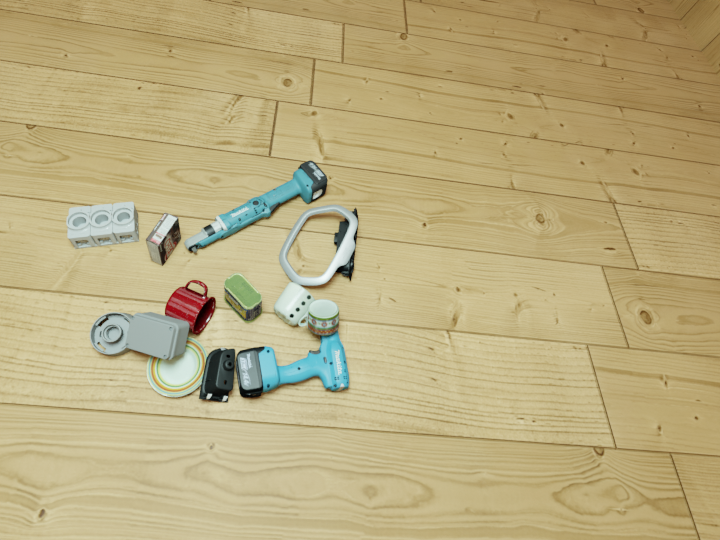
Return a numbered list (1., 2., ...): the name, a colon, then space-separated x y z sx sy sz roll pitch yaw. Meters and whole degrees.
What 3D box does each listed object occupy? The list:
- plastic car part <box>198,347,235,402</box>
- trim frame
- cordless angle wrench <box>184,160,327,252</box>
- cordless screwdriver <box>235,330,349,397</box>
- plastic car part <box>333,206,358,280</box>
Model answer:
1. plastic car part: -0.296 0.216 0.908 0.063 0.073 0.119 20 57 -33
2. trim frame: -0.108 -0.071 1.103 0.192 0.026 0.249 17 66 23
3. cordless angle wrench: -0.280 -0.167 1.145 0.416 0.073 0.101 -33 71 -22
4. cordless screwdriver: -0.154 0.197 0.952 0.243 0.073 0.164 -2 61 -16
5. plastic car part: -0.039 -0.071 1.130 0.067 0.064 0.208 1 60 0
